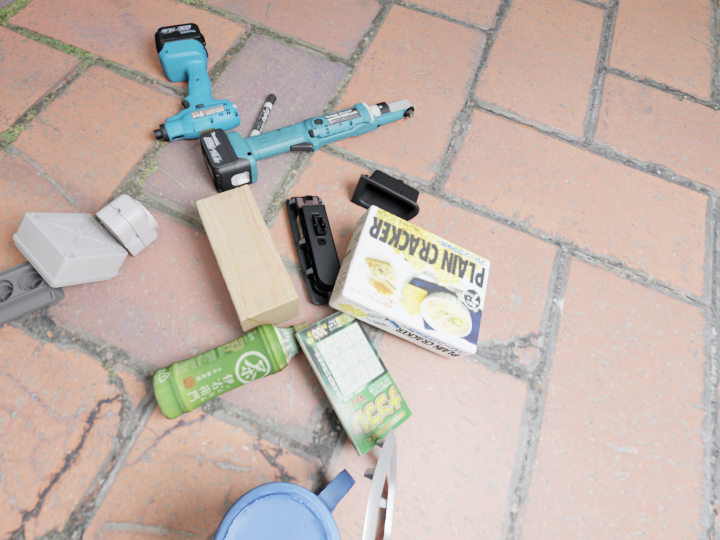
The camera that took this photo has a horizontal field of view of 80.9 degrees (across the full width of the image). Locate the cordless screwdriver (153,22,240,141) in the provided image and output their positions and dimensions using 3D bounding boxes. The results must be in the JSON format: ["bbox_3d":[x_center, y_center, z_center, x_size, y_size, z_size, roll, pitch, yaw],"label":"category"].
[{"bbox_3d":[-0.348,-0.363,0.828,0.157,0.073,0.256,-20,71,-14],"label":"cordless screwdriver"}]

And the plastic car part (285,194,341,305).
[{"bbox_3d":[-0.068,-0.044,0.695,0.064,0.068,0.209,-2,66,-28],"label":"plastic car part"}]

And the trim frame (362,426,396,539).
[{"bbox_3d":[0.015,0.278,0.447,0.028,0.243,0.184,3,91,10],"label":"trim frame"}]

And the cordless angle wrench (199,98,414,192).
[{"bbox_3d":[-0.083,-0.260,0.798,0.415,0.073,0.101,-22,69,-17],"label":"cordless angle wrench"}]

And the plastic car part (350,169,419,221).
[{"bbox_3d":[0.053,-0.139,0.755,0.117,0.065,0.071,24,50,3],"label":"plastic car part"}]
